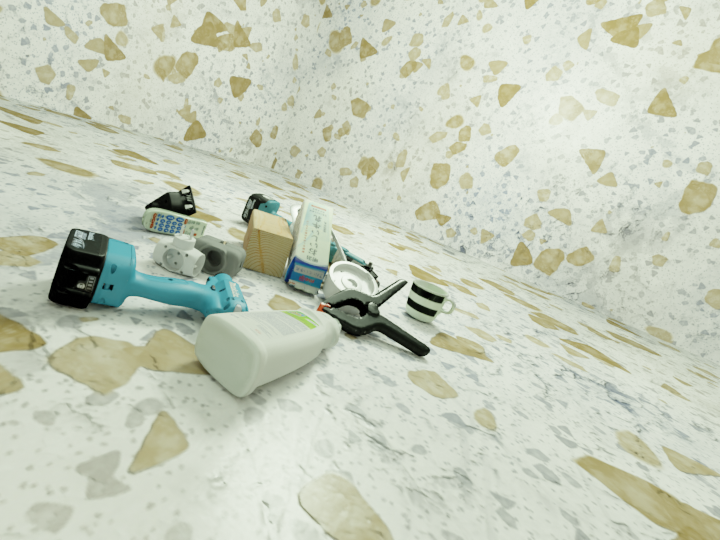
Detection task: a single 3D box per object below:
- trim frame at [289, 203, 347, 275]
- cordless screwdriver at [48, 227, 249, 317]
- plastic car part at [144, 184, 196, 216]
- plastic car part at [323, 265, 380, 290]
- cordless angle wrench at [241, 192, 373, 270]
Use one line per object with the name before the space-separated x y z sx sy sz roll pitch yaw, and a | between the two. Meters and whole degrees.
trim frame | -0.103 -0.068 1.057 0.174 0.028 0.258 17 43 -50
cordless screwdriver | -0.284 0.013 0.596 0.238 0.074 0.167 19 12 -26
plastic car part | -0.435 -0.143 0.946 0.120 0.066 0.068 -16 -5 26
plastic car part | -0.012 0.019 0.993 0.194 0.067 0.069 -5 55 -54
cordless angle wrench | -0.151 -0.093 1.211 0.439 0.097 0.072 30 14 19
